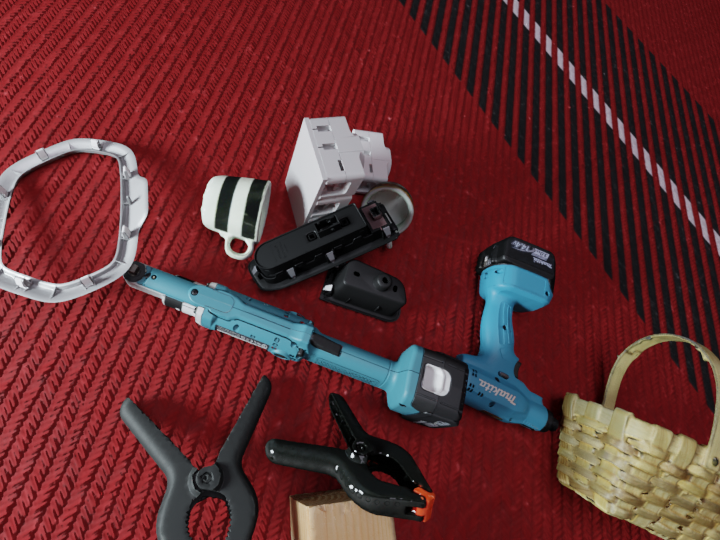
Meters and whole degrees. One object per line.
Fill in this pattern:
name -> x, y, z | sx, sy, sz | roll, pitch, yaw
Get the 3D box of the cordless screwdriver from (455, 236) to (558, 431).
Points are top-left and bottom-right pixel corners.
cordless screwdriver -> 0.221, 0.087, 0.597 | 0.158, 0.074, 0.250 | 25, 66, -5

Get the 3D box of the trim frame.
trim frame -> -0.351, -0.075, 0.510 | 0.181, 0.027, 0.258 | -9, 57, -13

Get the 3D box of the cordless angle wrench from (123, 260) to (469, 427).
cordless angle wrench -> -0.085, 0.079, 0.512 | 0.422, 0.097, 0.075 | 21, 63, -1

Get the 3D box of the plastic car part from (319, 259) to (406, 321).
plastic car part -> 0.013, 0.021, 0.569 | 0.116, 0.071, 0.067 | 20, 65, -4

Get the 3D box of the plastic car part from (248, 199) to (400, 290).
plastic car part -> -0.053, -0.035, 0.547 | 0.203, 0.065, 0.069 | -26, 69, 1
